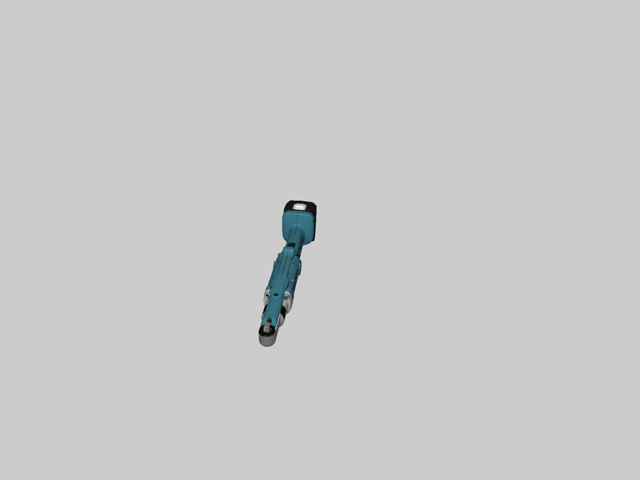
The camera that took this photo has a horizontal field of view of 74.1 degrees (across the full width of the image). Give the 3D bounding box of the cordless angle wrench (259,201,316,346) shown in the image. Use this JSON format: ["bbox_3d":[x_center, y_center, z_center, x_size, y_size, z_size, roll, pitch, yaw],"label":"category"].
[{"bbox_3d":[-0.066,0.053,0.847,0.074,0.098,0.421,5,32,3],"label":"cordless angle wrench"}]
